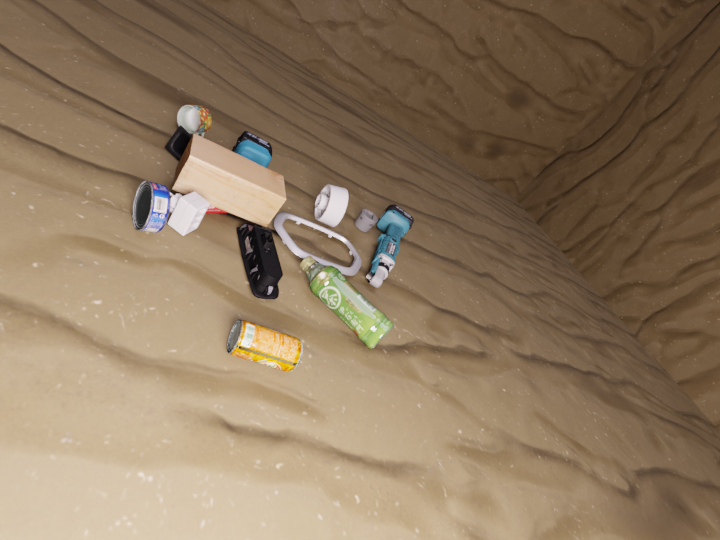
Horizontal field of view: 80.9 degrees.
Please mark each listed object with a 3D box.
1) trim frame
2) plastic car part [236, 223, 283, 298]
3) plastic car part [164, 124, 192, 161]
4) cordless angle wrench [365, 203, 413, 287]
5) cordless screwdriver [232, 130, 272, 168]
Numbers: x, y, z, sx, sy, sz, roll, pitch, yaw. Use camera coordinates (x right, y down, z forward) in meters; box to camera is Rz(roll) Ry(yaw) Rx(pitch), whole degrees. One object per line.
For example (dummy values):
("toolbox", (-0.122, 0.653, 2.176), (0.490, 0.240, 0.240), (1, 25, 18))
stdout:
("trim frame", (-0.099, -0.065, 1.017), (0.238, 0.027, 0.192), (19, 33, -26))
("plastic car part", (-0.189, -0.028, 0.825), (0.063, 0.067, 0.212), (24, 32, -38))
("plastic car part", (-0.384, -0.272, 0.989), (0.118, 0.066, 0.070), (43, 14, 4))
("cordless angle wrench", (0.076, -0.068, 1.175), (0.097, 0.074, 0.425), (34, 30, -6))
("cordless screwdriver", (-0.265, -0.245, 1.061), (0.154, 0.075, 0.256), (26, 33, -21))
